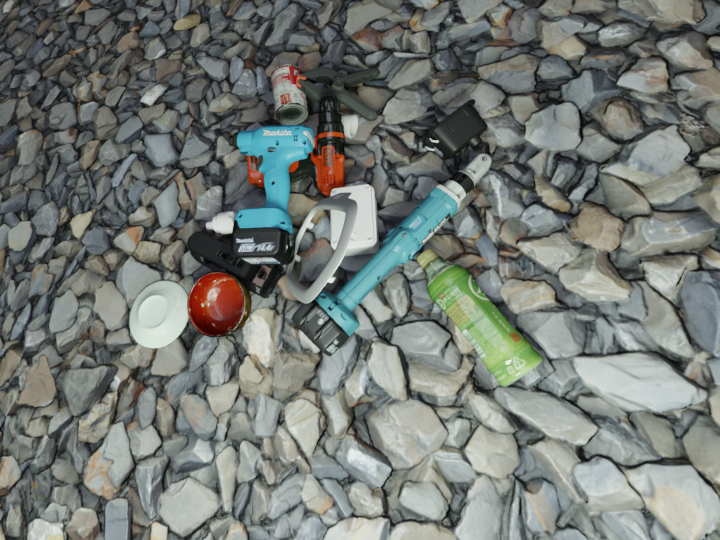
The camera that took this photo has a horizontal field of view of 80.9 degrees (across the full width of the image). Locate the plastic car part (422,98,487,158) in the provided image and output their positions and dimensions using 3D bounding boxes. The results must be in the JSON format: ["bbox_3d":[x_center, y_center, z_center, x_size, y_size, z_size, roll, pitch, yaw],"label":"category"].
[{"bbox_3d":[0.178,-0.242,0.746,0.116,0.065,0.072,-35,83,-3],"label":"plastic car part"}]

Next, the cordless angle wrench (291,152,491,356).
[{"bbox_3d":[0.068,-0.042,0.686,0.077,0.095,0.421,42,82,18],"label":"cordless angle wrench"}]

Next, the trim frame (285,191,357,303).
[{"bbox_3d":[-0.065,-0.043,0.668,0.026,0.257,0.184,23,89,-22],"label":"trim frame"}]

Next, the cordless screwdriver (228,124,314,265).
[{"bbox_3d":[-0.174,-0.136,0.731,0.164,0.071,0.251,3,76,16],"label":"cordless screwdriver"}]

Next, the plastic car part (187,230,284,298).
[{"bbox_3d":[-0.246,-0.021,0.780,0.212,0.064,0.066,24,86,24],"label":"plastic car part"}]
